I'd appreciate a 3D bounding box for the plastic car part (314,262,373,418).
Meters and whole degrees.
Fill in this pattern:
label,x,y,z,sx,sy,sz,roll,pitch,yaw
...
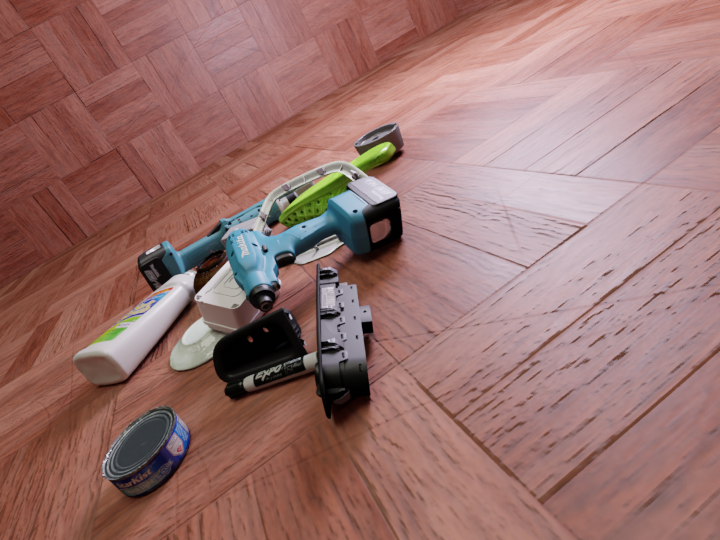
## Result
label,x,y,z,sx,sy,sz,roll,pitch,yaw
plastic car part,-0.019,0.067,0.445,0.067,0.064,0.208,0,29,0

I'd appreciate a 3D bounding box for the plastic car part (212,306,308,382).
label,x,y,z,sx,sy,sz,roll,pitch,yaw
plastic car part,-0.119,0.084,0.515,0.119,0.065,0.071,-24,11,18

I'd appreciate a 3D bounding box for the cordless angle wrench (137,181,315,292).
label,x,y,z,sx,sy,sz,roll,pitch,yaw
cordless angle wrench,-0.275,-0.092,0.934,0.417,0.094,0.078,-33,25,-16

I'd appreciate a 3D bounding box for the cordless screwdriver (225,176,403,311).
label,x,y,z,sx,sy,sz,roll,pitch,yaw
cordless screwdriver,-0.057,-0.037,0.585,0.246,0.071,0.168,-23,39,-10

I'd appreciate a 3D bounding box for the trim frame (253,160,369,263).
label,x,y,z,sx,sy,sz,roll,pitch,yaw
trim frame,-0.089,-0.098,0.739,0.254,0.026,0.190,-19,62,18
